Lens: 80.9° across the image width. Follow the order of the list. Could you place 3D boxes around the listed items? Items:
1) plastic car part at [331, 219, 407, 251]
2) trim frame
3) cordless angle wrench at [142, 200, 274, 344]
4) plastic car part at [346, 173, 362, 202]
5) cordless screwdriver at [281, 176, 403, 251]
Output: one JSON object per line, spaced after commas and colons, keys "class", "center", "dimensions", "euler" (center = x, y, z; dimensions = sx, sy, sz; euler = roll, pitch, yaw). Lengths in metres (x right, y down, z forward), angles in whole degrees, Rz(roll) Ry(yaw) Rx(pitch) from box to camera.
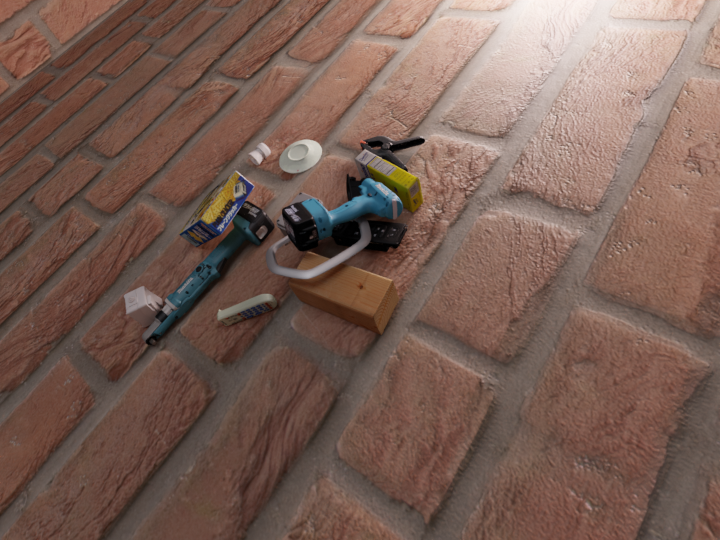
{"class": "plastic car part", "center": [0.008, -0.081, 0.973], "dimensions": [0.213, 0.064, 0.066], "euler": [12, 60, 29]}
{"class": "trim frame", "center": [-0.090, -0.059, 0.924], "dimensions": [0.245, 0.026, 0.195], "euler": [-34, 44, -18]}
{"class": "cordless angle wrench", "center": [-0.388, 0.009, 1.058], "dimensions": [0.103, 0.071, 0.421], "euler": [31, 75, 32]}
{"class": "plastic car part", "center": [0.004, -0.179, 1.050], "dimensions": [0.070, 0.064, 0.121], "euler": [-9, 58, -5]}
{"class": "cordless screwdriver", "center": [-0.050, -0.139, 0.937], "dimensions": [0.245, 0.071, 0.168], "euler": [-20, 39, -12]}
